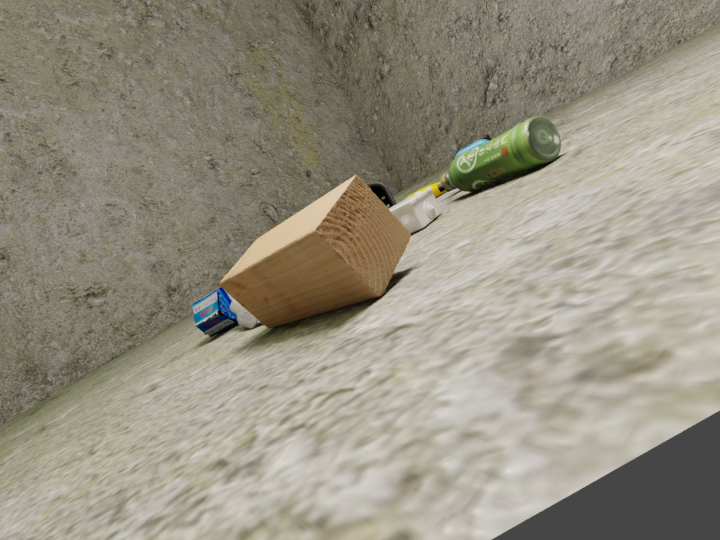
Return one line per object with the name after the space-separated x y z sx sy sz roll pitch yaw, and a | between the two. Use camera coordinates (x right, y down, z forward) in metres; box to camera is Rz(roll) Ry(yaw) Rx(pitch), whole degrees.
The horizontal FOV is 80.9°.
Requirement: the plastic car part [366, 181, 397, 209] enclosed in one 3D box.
0.060 -0.157 1.023 0.067 0.120 0.068 -28 -19 19 | plastic car part

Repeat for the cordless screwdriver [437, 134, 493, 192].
0.253 -0.241 0.968 0.162 0.073 0.248 -27 12 20 | cordless screwdriver

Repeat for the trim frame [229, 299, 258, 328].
-0.127 0.017 0.679 0.260 0.026 0.183 0 43 52 | trim frame
